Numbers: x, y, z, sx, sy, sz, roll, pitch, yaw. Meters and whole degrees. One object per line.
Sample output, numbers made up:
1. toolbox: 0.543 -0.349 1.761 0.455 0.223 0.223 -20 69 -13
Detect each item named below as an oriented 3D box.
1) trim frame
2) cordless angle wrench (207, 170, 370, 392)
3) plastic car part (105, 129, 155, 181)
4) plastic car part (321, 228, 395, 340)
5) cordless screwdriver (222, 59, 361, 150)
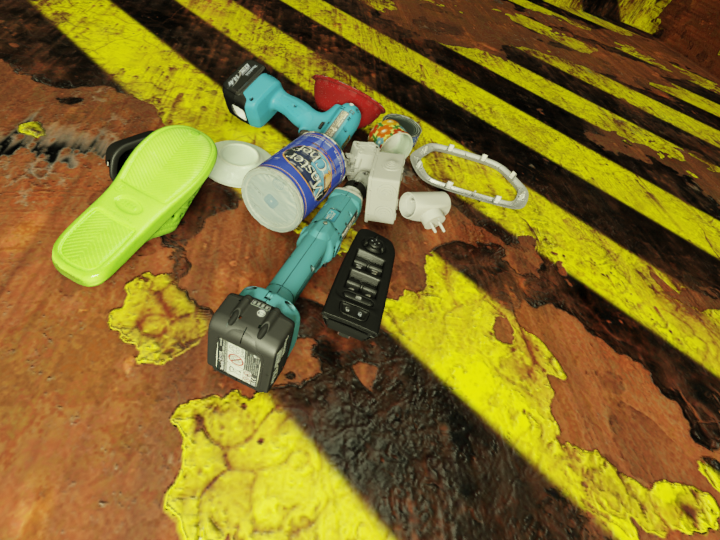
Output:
1. trim frame: 0.219 -0.193 0.845 0.247 0.027 0.188 17 46 -3
2. cordless angle wrench: -0.056 -0.037 0.571 0.075 0.096 0.424 22 42 5
3. plastic car part: -0.341 -0.183 0.650 0.113 0.064 0.075 -30 48 -33
4. plastic car part: 0.003 0.018 0.547 0.067 0.065 0.205 15 41 4
5. cordless screwdriver: -0.141 -0.274 0.772 0.255 0.072 0.159 28 72 12
